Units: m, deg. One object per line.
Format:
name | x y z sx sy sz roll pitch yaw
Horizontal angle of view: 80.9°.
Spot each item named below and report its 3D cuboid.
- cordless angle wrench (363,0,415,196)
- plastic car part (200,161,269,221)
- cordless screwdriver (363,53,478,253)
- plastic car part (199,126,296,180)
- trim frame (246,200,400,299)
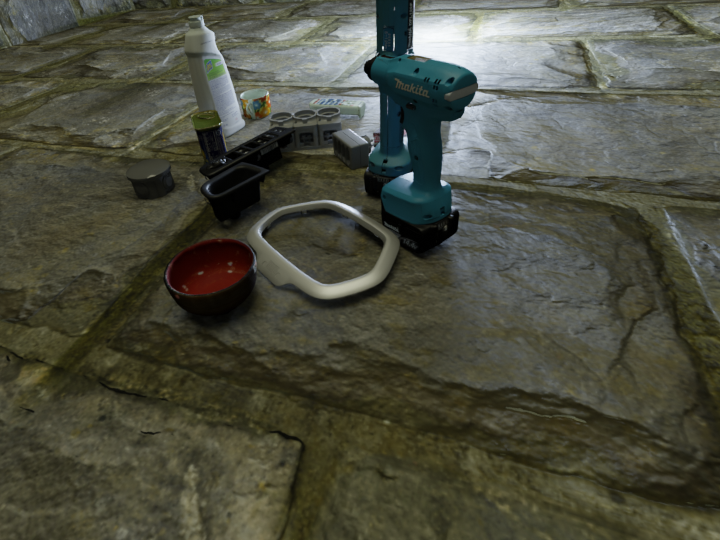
cordless angle wrench | 0.050 -0.303 0.611 0.077 0.408 0.097 16 43 21
plastic car part | -0.208 -0.122 0.696 0.069 0.068 0.115 20 46 27
cordless screwdriver | 0.064 -0.156 0.565 0.073 0.240 0.168 -27 45 -27
plastic car part | -0.214 -0.213 0.808 0.070 0.065 0.199 30 52 35
trim frame | -0.060 -0.039 0.610 0.180 0.026 0.263 -31 46 -26
